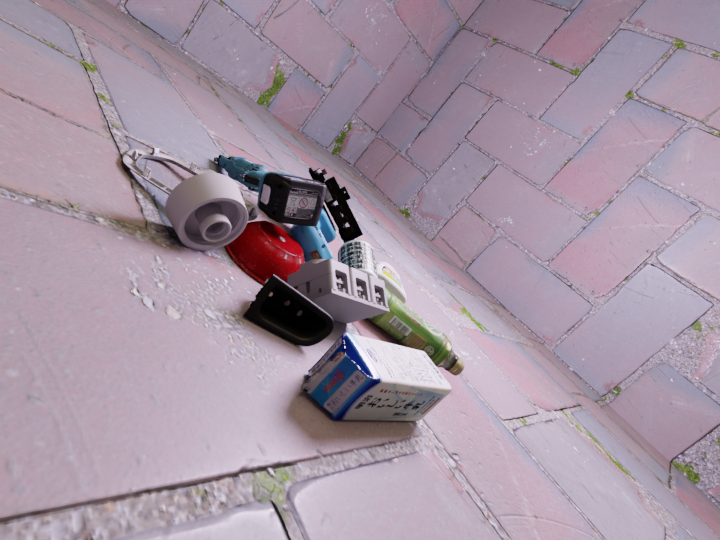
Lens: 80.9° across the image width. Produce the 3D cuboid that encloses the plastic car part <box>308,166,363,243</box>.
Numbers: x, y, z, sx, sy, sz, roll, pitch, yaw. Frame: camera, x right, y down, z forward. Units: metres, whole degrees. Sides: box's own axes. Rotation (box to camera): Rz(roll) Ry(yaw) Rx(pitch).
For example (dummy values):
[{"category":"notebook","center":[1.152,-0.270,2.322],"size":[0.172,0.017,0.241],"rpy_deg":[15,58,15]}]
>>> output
[{"category":"plastic car part","center":[-0.050,-0.145,0.953],"size":[0.067,0.067,0.202],"rpy_deg":[-179,-114,-85]}]

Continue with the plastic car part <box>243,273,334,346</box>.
[{"category":"plastic car part","center":[-0.100,0.053,0.583],"size":[0.111,0.066,0.074],"rpy_deg":[36,0,-26]}]

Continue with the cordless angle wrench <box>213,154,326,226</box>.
[{"category":"cordless angle wrench","center":[-0.211,-0.186,0.851],"size":[0.093,0.073,0.447],"rpy_deg":[3,19,-35]}]

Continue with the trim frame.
[{"category":"trim frame","center":[-0.285,-0.150,0.722],"size":[0.253,0.027,0.182],"rpy_deg":[29,17,7]}]

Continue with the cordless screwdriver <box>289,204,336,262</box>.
[{"category":"cordless screwdriver","center":[-0.086,-0.056,0.876],"size":[0.255,0.075,0.154],"rpy_deg":[-104,169,-69]}]
